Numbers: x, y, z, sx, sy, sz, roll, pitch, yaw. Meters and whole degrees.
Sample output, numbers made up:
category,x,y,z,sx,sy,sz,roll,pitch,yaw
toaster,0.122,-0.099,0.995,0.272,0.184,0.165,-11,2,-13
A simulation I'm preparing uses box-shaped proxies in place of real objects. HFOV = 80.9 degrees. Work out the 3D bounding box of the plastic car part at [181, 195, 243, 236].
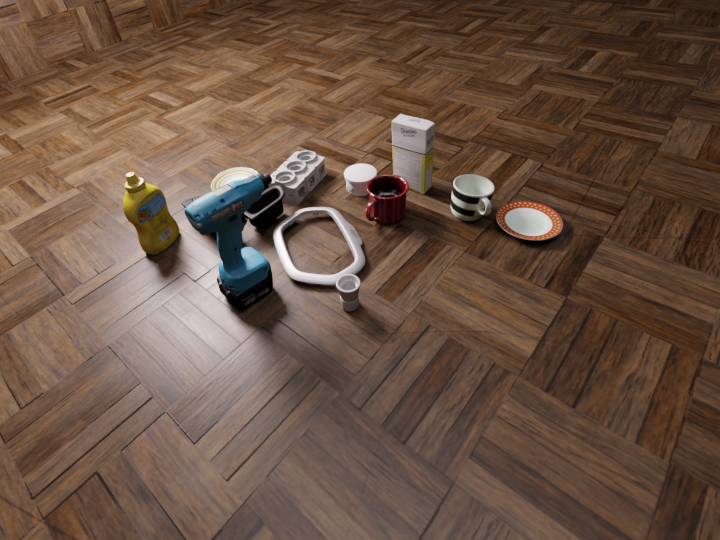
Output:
category,x,y,z,sx,sy,sz,roll,pitch,yaw
plastic car part,-0.343,-0.120,0.987,0.214,0.064,0.065,33,56,33

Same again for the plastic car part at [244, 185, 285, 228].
category,x,y,z,sx,sy,sz,roll,pitch,yaw
plastic car part,-0.219,-0.139,0.985,0.114,0.068,0.070,-37,53,-27

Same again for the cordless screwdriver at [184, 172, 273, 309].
category,x,y,z,sx,sy,sz,roll,pitch,yaw
cordless screwdriver,-0.213,-0.055,0.779,0.156,0.240,0.078,-36,53,-27

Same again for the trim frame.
category,x,y,z,sx,sy,sz,roll,pitch,yaw
trim frame,-0.090,-0.059,0.917,0.182,0.026,0.261,-19,46,-11
